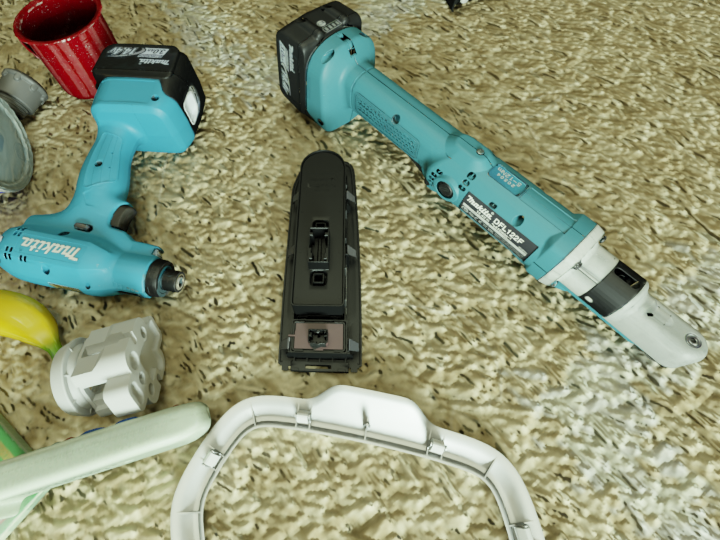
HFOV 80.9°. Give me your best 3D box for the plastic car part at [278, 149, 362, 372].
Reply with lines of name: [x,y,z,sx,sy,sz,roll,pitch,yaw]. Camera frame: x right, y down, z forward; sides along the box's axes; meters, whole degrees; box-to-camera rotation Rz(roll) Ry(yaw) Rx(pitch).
plastic car part: [-0.035,-0.023,0.358,0.067,0.064,0.208,-4,60,7]

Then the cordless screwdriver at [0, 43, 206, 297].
cordless screwdriver: [-0.209,-0.096,0.399,0.162,0.072,0.252,9,68,7]

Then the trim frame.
trim frame: [-0.005,0.173,0.272,0.253,0.026,0.187,8,63,10]

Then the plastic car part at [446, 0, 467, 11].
plastic car part: [0.138,-0.391,0.538,0.069,0.065,0.120,-1,59,-16]

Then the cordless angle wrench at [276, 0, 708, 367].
cordless angle wrench: [0.088,-0.084,0.365,0.073,0.096,0.438,-38,70,-20]
